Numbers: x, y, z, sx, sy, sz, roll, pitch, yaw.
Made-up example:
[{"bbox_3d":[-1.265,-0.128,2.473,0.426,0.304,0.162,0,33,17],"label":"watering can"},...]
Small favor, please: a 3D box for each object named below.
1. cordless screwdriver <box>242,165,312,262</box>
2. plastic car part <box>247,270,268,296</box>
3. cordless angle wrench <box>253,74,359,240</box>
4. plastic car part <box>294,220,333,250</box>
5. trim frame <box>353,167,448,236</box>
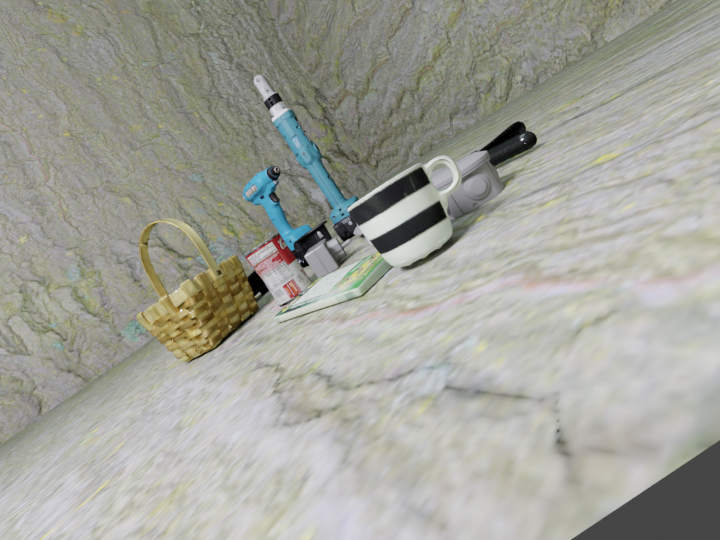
[{"bbox_3d":[-0.183,-0.131,1.035,0.073,0.247,0.164,-37,7,-37],"label":"cordless screwdriver"},{"bbox_3d":[-0.251,0.032,0.992,0.068,0.066,0.201,-29,10,31],"label":"plastic car part"},{"bbox_3d":[-0.119,-0.266,0.973,0.075,0.419,0.097,-32,5,16],"label":"cordless angle wrench"},{"bbox_3d":[-0.086,-0.056,0.883,0.065,0.070,0.119,-36,9,-17],"label":"plastic car part"},{"bbox_3d":[0.082,-0.137,0.856,0.244,0.027,0.190,-40,12,-31],"label":"trim frame"}]
